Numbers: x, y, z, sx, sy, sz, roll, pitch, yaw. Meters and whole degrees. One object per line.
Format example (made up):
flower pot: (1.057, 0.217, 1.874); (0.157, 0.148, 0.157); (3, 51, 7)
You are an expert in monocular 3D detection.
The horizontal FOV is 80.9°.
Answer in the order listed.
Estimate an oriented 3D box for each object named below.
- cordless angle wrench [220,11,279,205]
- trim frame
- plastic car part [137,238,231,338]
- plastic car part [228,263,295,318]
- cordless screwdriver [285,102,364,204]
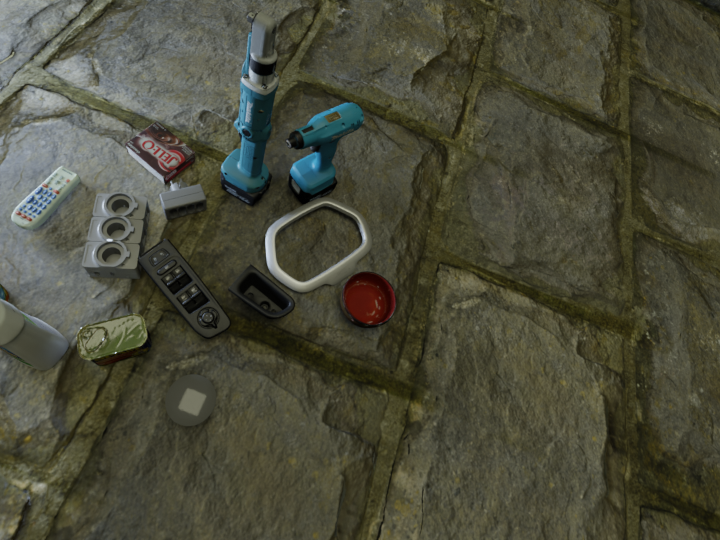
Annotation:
cordless angle wrench: (-0.188, -0.259, 0.746); (0.098, 0.423, 0.074); (32, 62, -4)
trim frame: (-0.088, -0.058, 0.900); (0.244, 0.027, 0.188); (-34, 78, -25)
plastic car part: (-0.319, 0.043, 0.774); (0.065, 0.067, 0.207); (-38, 80, -27)
plastic car part: (-0.185, 0.056, 0.799); (0.117, 0.071, 0.066); (37, 62, 3)
cordless screwdriver: (-0.096, -0.221, 0.850); (0.156, 0.249, 0.076); (-32, 82, -26)
